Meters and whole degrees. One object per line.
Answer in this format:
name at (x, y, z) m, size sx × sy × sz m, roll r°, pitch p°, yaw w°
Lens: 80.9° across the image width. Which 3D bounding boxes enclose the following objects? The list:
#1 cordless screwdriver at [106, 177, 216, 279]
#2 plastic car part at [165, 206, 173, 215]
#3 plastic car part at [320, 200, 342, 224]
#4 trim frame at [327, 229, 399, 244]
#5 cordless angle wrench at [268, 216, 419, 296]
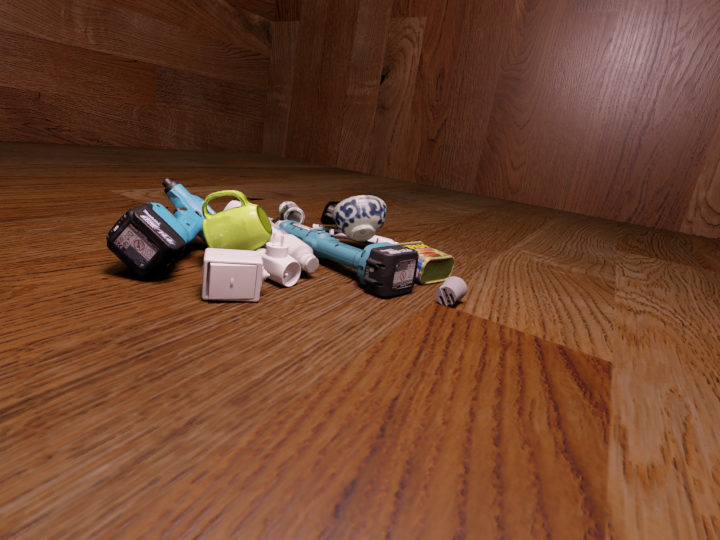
cordless screwdriver at (-0.328, -0.087, 0.719) m, size 0.158 × 0.075 × 0.249 m, roll 46°, pitch 15°, yaw -7°
plastic car part at (-0.365, -0.065, 0.782) m, size 0.070 × 0.065 × 0.118 m, roll 21°, pitch 20°, yaw -7°
plastic car part at (-0.047, -0.137, 1.085) m, size 0.069 × 0.066 × 0.197 m, roll 36°, pitch 14°, yaw 14°
trim frame at (0.012, -0.055, 0.953) m, size 0.260 × 0.027 × 0.178 m, roll 15°, pitch 18°, yaw 27°
cordless angle wrench at (-0.082, -0.054, 0.843) m, size 0.094 × 0.073 × 0.448 m, roll -8°, pitch 21°, yaw -43°
